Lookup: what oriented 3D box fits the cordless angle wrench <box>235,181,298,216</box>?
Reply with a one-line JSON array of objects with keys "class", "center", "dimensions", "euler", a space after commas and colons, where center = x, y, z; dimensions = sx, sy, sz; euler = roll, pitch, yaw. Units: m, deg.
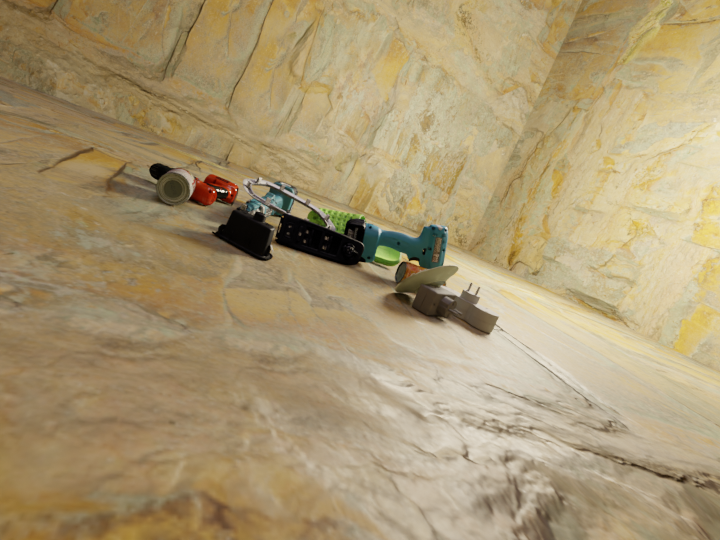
[{"class": "cordless angle wrench", "center": [-0.245, -0.165, 1.087], "dimensions": [0.074, 0.097, 0.425], "euler": [22, 15, -3]}]

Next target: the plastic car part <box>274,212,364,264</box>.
[{"class": "plastic car part", "center": [-0.091, -0.060, 0.931], "dimensions": [0.197, 0.067, 0.068], "euler": [17, -15, -16]}]

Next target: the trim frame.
[{"class": "trim frame", "center": [-0.166, -0.158, 1.007], "dimensions": [0.245, 0.027, 0.187], "euler": [29, 22, -8]}]

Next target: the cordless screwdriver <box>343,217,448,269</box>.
[{"class": "cordless screwdriver", "center": [0.077, -0.041, 1.020], "dimensions": [0.250, 0.157, 0.075], "euler": [7, 12, 3]}]

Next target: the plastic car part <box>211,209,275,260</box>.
[{"class": "plastic car part", "center": [-0.191, -0.071, 0.744], "dimensions": [0.122, 0.070, 0.063], "euler": [24, 11, 26]}]
